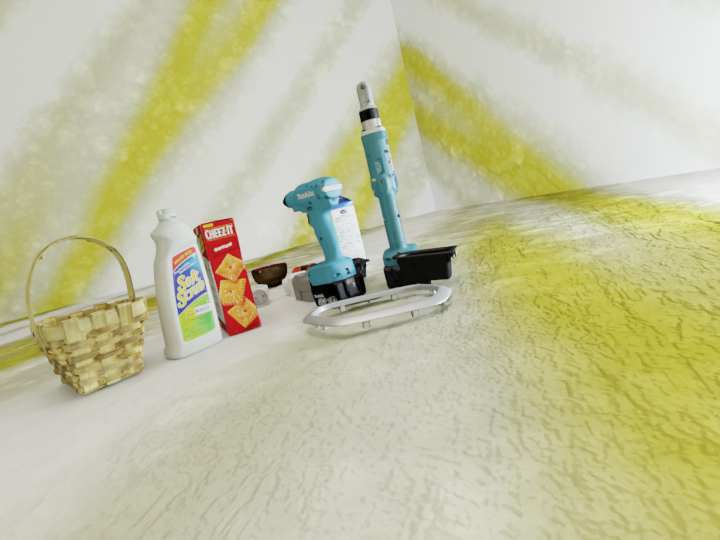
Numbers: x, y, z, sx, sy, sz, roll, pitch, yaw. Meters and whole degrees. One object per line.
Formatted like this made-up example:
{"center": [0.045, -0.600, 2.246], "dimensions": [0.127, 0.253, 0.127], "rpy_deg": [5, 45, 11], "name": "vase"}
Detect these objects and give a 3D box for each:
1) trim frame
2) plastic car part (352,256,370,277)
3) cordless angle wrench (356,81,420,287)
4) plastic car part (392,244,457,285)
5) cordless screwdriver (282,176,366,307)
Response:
{"center": [0.027, 0.058, 0.688], "dimensions": [0.246, 0.027, 0.188], "rpy_deg": [-14, 8, -8], "name": "trim frame"}
{"center": [-0.019, 0.003, 0.987], "dimensions": [0.068, 0.066, 0.200], "rpy_deg": [-11, 8, 16], "name": "plastic car part"}
{"center": [0.050, -0.179, 0.874], "dimensions": [0.076, 0.420, 0.096], "rpy_deg": [-12, 4, 13], "name": "cordless angle wrench"}
{"center": [0.126, -0.005, 0.802], "dimensions": [0.120, 0.070, 0.064], "rpy_deg": [-10, 7, 24], "name": "plastic car part"}
{"center": [-0.083, -0.054, 0.849], "dimensions": [0.072, 0.247, 0.166], "rpy_deg": [-16, 6, -41], "name": "cordless screwdriver"}
